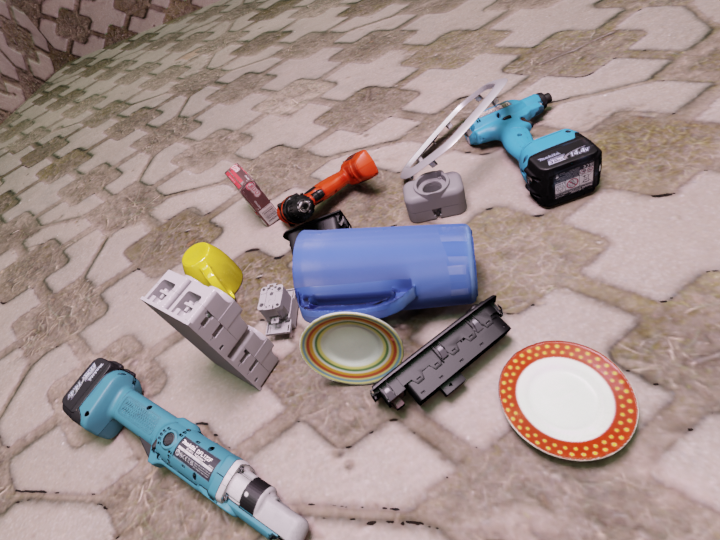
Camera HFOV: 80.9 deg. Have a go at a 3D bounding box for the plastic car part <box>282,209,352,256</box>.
[{"bbox_3d":[-0.072,-0.047,0.734,0.118,0.063,0.073,-21,60,12],"label":"plastic car part"}]

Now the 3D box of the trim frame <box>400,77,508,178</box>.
[{"bbox_3d":[0.161,-0.247,0.743,0.248,0.027,0.189,-52,17,-13],"label":"trim frame"}]

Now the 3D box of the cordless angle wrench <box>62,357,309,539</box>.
[{"bbox_3d":[-0.243,0.234,0.564,0.444,0.071,0.098,14,59,31],"label":"cordless angle wrench"}]

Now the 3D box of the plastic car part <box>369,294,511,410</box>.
[{"bbox_3d":[0.106,0.105,0.516,0.201,0.063,0.071,-40,57,-11],"label":"plastic car part"}]

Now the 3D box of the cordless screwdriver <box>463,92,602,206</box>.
[{"bbox_3d":[0.296,-0.218,0.697,0.160,0.071,0.260,-24,42,3],"label":"cordless screwdriver"}]
